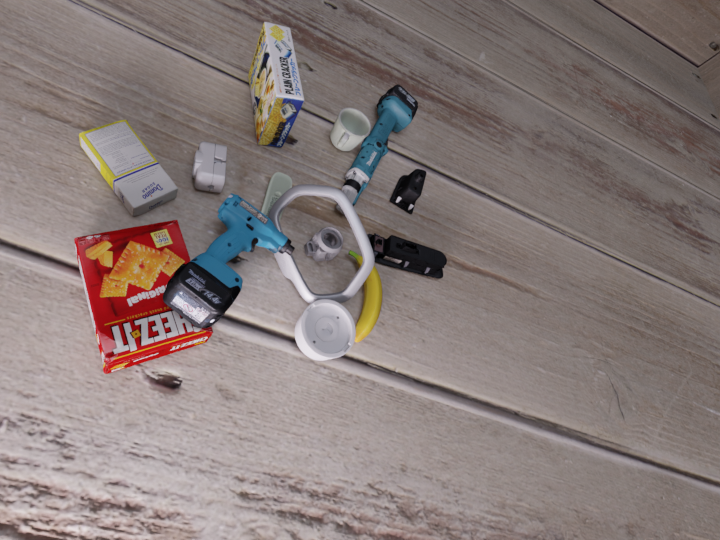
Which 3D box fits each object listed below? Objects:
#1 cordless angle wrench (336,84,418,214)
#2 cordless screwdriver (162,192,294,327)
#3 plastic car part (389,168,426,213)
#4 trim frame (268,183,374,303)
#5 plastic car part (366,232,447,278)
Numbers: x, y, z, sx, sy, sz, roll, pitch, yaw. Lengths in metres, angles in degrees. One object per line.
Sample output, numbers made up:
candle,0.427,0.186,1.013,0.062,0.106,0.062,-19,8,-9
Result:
cordless angle wrench,0.032,-0.300,1.049,0.095,0.076,0.425,36,58,-18
cordless screwdriver,-0.211,-0.013,0.723,0.155,0.075,0.252,35,42,-16
plastic car part,0.130,-0.211,1.046,0.065,0.072,0.117,30,59,-12
trim frame,-0.081,-0.053,0.829,0.185,0.027,0.249,-25,87,3
plastic car part,0.112,-0.038,0.956,0.196,0.067,0.068,19,52,-19
